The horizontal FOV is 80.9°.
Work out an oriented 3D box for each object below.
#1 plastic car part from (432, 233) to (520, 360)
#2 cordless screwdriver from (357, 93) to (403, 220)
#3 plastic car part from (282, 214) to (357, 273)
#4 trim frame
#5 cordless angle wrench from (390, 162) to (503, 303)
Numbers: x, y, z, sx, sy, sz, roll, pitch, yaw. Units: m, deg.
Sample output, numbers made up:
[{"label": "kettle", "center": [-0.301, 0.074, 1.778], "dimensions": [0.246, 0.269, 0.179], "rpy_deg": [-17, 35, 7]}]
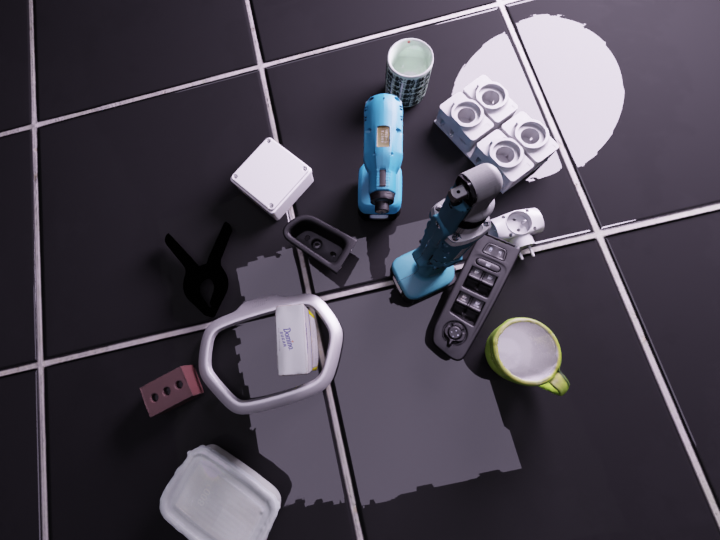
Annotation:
[{"label": "plastic car part", "center": [0.175, 0.044, 0.676], "dimensions": [0.068, 0.065, 0.203], "rpy_deg": [27, 80, 9]}, {"label": "cordless screwdriver", "center": [0.031, -0.131, 0.646], "dimensions": [0.075, 0.243, 0.161], "rpy_deg": [1, 77, 2]}, {"label": "plastic car part", "center": [-0.071, -0.046, 0.725], "dimensions": [0.119, 0.069, 0.066], "rpy_deg": [31, 81, 12]}, {"label": "trim frame", "center": [-0.151, 0.132, 0.709], "dimensions": [0.249, 0.027, 0.188], "rpy_deg": [-18, 74, 1]}, {"label": "cordless angle wrench", "center": [0.100, -0.030, 0.523], "dimensions": [0.098, 0.414, 0.076], "rpy_deg": [-25, 79, -4]}]
